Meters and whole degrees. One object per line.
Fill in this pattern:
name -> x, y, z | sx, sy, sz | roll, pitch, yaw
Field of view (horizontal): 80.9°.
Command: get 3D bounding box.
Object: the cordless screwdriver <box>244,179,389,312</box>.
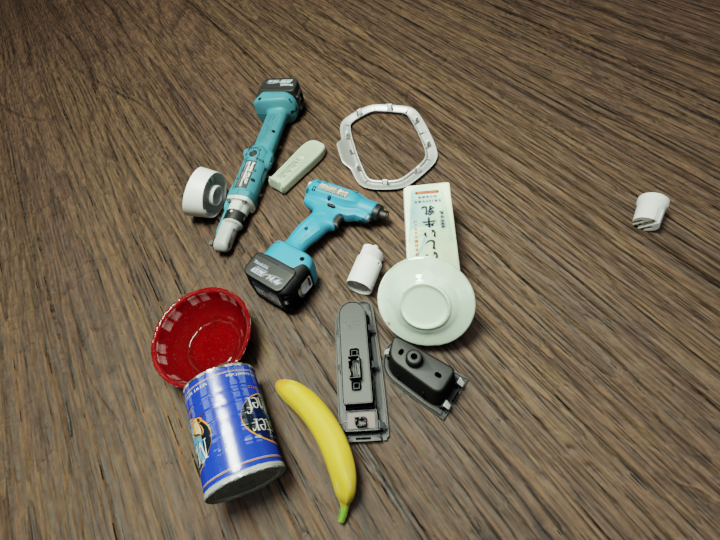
cordless screwdriver -> -0.070, -0.046, 0.716 | 0.166, 0.071, 0.248 | 20, 61, 23

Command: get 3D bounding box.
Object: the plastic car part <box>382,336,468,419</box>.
plastic car part -> 0.079, 0.132, 0.570 | 0.122, 0.068, 0.065 | 31, 67, 23

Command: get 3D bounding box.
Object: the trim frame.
trim frame -> 0.047, -0.257, 0.847 | 0.185, 0.026, 0.258 | -16, 58, 4

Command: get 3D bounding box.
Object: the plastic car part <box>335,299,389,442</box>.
plastic car part -> -0.007, 0.128, 0.600 | 0.067, 0.064, 0.209 | -13, 54, 13

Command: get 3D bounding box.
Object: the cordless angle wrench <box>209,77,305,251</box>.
cordless angle wrench -> -0.211, -0.222, 0.862 | 0.101, 0.071, 0.429 | 5, 62, 15
